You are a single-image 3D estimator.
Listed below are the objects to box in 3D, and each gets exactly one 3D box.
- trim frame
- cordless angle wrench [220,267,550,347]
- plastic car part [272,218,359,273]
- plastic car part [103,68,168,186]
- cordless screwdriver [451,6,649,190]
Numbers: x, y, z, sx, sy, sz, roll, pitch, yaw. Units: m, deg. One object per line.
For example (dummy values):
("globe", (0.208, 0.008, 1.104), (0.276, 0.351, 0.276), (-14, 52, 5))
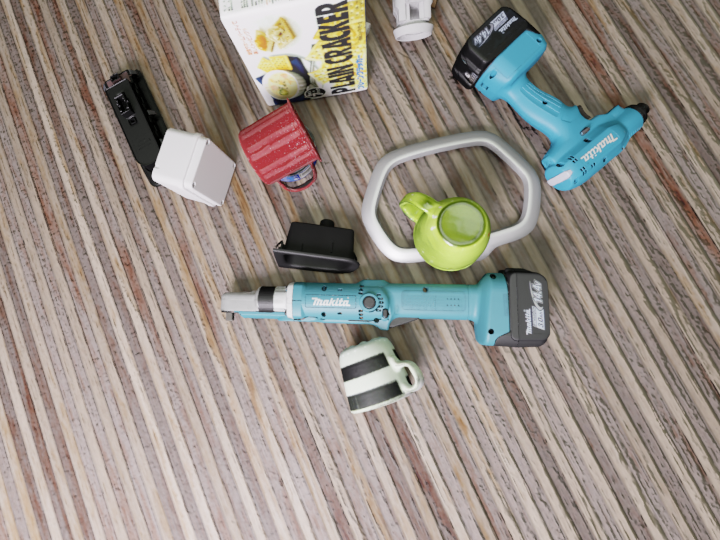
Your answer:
("trim frame", (0.124, -0.099, 0.595), (0.249, 0.027, 0.187), (-13, 80, 3))
("cordless angle wrench", (0.015, 0.045, 0.568), (0.429, 0.073, 0.099), (1, 83, 9))
("plastic car part", (-0.058, -0.038, 0.595), (0.117, 0.064, 0.072), (4, 70, 3))
("plastic car part", (-0.341, -0.228, 0.652), (0.066, 0.066, 0.205), (-27, 83, -6))
("cordless screwdriver", (0.258, -0.247, 0.577), (0.159, 0.074, 0.252), (-39, 84, -5))
